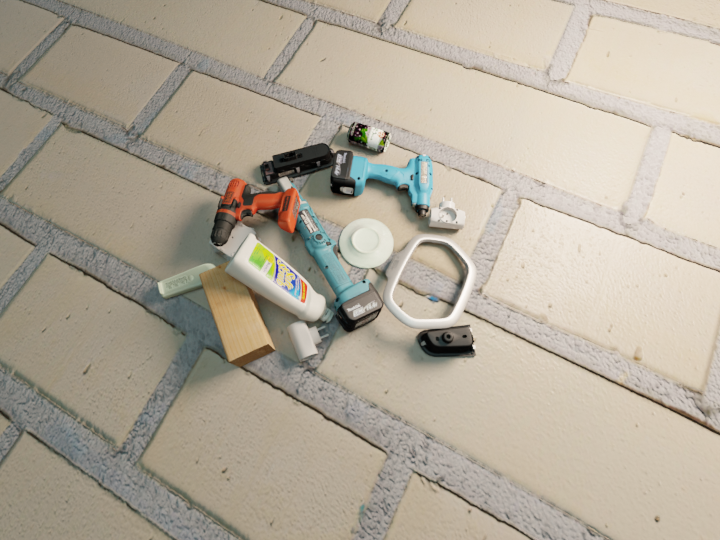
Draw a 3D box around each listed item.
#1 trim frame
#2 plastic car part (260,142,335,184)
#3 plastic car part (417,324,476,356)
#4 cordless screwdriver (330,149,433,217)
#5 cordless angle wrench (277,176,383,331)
[{"bbox_3d":[0.150,0.020,0.932,0.189,0.027,0.249,24,63,12],"label":"trim frame"},{"bbox_3d":[-0.160,-0.285,1.088,0.202,0.065,0.069,-13,62,-3],"label":"plastic car part"},{"bbox_3d":[0.184,0.143,0.877,0.116,0.069,0.067,-4,68,-1],"label":"plastic car part"},{"bbox_3d":[0.051,-0.211,1.032,0.250,0.073,0.162,4,69,2],"label":"cordless screwdriver"},{"bbox_3d":[-0.096,-0.063,0.986,0.096,0.073,0.440,-23,64,-19],"label":"cordless angle wrench"}]
